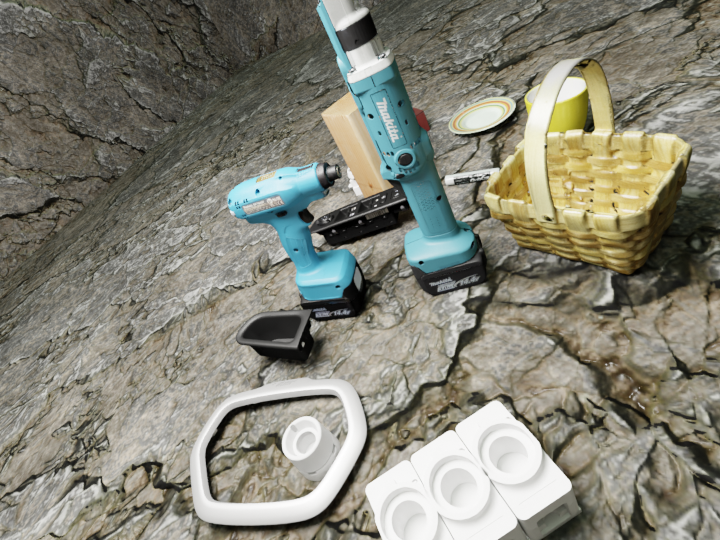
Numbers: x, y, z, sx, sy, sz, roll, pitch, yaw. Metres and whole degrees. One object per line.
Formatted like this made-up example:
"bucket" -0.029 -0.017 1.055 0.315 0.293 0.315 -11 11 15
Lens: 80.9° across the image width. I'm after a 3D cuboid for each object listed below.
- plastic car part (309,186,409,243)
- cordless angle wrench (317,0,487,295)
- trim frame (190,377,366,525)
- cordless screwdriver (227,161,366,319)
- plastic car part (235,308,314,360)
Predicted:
"plastic car part" 0.002 -0.096 0.766 0.209 0.064 0.067 -13 39 24
"cordless angle wrench" 0.050 -0.141 0.497 0.100 0.403 0.076 -17 36 19
"trim frame" -0.108 0.212 0.523 0.255 0.026 0.189 -17 39 20
"cordless screwdriver" -0.058 -0.038 0.598 0.164 0.237 0.075 -12 38 26
"plastic car part" -0.116 0.103 0.620 0.121 0.067 0.066 -7 42 31
